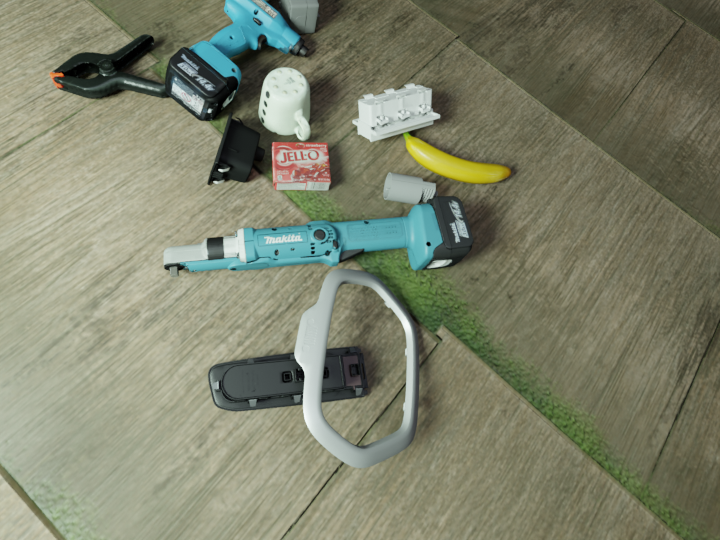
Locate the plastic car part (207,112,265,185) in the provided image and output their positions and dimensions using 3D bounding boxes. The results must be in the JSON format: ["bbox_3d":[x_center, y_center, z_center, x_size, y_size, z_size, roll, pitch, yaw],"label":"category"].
[{"bbox_3d":[-0.183,-0.182,0.646,0.068,0.067,0.118,21,62,-20],"label":"plastic car part"}]

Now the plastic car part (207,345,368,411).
[{"bbox_3d":[-0.088,0.136,0.526,0.200,0.067,0.067,-4,77,-9],"label":"plastic car part"}]

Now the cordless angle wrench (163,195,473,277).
[{"bbox_3d":[-0.059,-0.038,0.599,0.417,0.073,0.100,-6,70,-9],"label":"cordless angle wrench"}]

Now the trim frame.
[{"bbox_3d":[0.003,0.109,0.530,0.176,0.028,0.254,26,52,-24],"label":"trim frame"}]

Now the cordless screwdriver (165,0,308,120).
[{"bbox_3d":[-0.197,-0.351,0.699,0.155,0.076,0.250,33,63,-15],"label":"cordless screwdriver"}]
